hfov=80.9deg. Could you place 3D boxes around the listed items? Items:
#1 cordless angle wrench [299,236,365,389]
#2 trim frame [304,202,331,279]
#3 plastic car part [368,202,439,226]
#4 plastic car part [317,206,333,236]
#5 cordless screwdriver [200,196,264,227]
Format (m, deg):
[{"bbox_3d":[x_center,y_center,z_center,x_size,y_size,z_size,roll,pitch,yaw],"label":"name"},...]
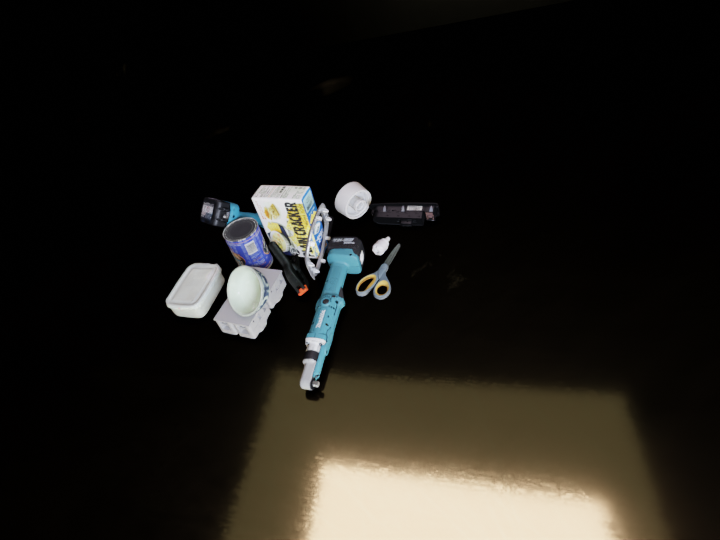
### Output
[{"bbox_3d":[-0.076,0.090,1.026,0.101,0.071,0.429,-1,47,17],"label":"cordless angle wrench"},{"bbox_3d":[-0.106,-0.069,1.082,0.028,0.244,0.185,13,79,3],"label":"trim frame"},{"bbox_3d":[0.121,-0.161,1.231,0.211,0.063,0.068,8,73,24],"label":"plastic car part"},{"bbox_3d":[-0.123,-0.150,1.288,0.068,0.068,0.119,-1,47,14],"label":"plastic car part"},{"bbox_3d":[-0.372,-0.169,1.306,0.236,0.074,0.168,6,10,-44],"label":"cordless screwdriver"}]
